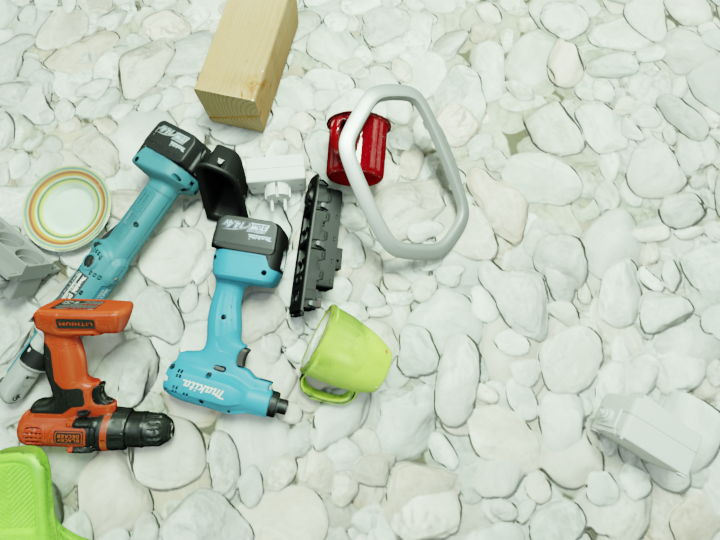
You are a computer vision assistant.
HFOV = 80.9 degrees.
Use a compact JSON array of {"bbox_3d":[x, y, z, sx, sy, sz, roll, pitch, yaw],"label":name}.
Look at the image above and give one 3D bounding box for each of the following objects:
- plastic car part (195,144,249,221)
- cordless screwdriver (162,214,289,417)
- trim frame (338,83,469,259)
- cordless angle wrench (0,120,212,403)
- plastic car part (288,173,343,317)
[{"bbox_3d":[-0.185,-0.125,0.589,0.066,0.113,0.072,9,54,0],"label":"plastic car part"},{"bbox_3d":[-0.146,0.059,0.557,0.160,0.073,0.250,13,81,3],"label":"cordless screwdriver"},{"bbox_3d":[0.066,-0.129,0.571,0.181,0.028,0.244,-32,101,-23],"label":"trim frame"},{"bbox_3d":[-0.349,-0.007,0.577,0.102,0.071,0.423,29,82,24],"label":"cordless angle wrench"},{"bbox_3d":[-0.057,-0.037,0.583,0.066,0.066,0.206,4,76,-11],"label":"plastic car part"}]
